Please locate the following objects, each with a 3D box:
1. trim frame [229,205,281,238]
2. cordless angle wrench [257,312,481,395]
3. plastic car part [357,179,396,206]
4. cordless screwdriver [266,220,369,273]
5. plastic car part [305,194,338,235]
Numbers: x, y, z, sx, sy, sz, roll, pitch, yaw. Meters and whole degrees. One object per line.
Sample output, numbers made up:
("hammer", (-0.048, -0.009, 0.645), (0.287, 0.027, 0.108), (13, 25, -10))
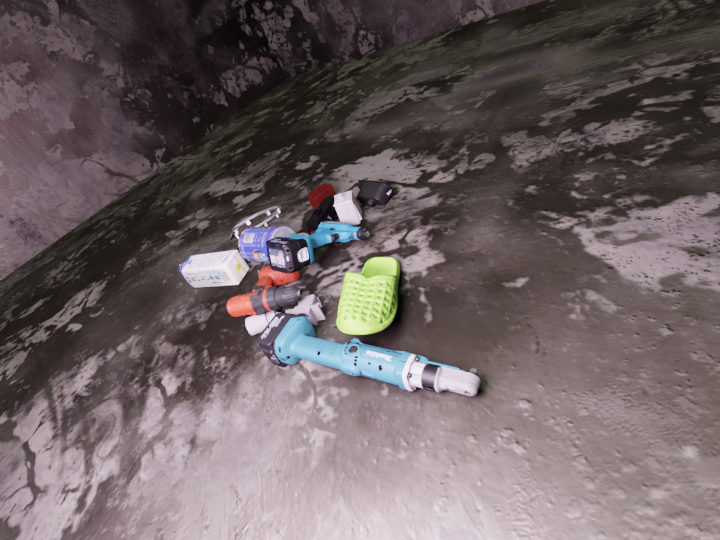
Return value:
("trim frame", (-0.328, -0.145, 1.320), (0.182, 0.027, 0.252), (-29, 5, -14))
("cordless angle wrench", (-0.004, 0.156, 0.753), (0.444, 0.071, 0.097), (5, 45, 37))
("plastic car part", (0.036, -0.217, 1.228), (0.123, 0.062, 0.071), (16, 67, 43))
("cordless screwdriver", (-0.103, -0.068, 1.058), (0.168, 0.073, 0.241), (8, 26, 39))
("plastic car part", (-0.112, -0.159, 1.251), (0.069, 0.064, 0.203), (-10, 35, 37))
